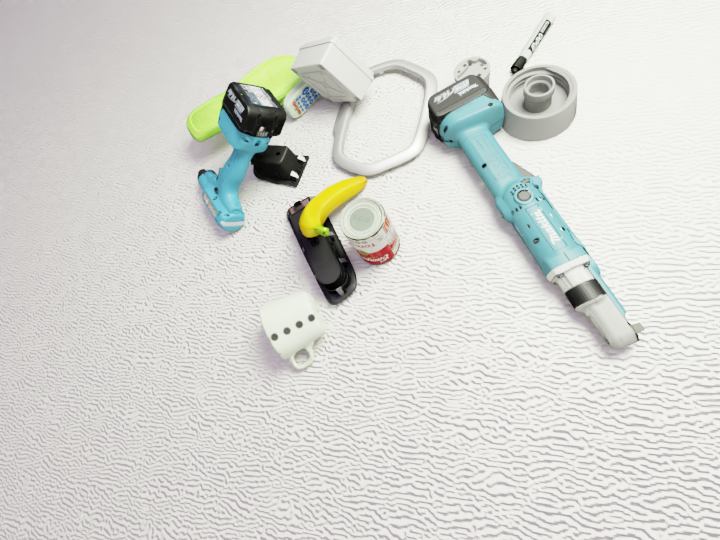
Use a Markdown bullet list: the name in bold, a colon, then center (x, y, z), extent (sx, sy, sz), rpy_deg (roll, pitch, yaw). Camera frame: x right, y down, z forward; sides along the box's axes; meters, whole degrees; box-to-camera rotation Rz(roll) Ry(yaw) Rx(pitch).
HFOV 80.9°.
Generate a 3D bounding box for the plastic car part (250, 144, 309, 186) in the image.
- **plastic car part**: center (-0.166, -0.205, 0.780), extent (0.121, 0.068, 0.066), rpy_deg (14, 73, 22)

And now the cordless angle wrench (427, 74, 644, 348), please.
- **cordless angle wrench**: center (0.224, -0.093, 0.580), extent (0.099, 0.071, 0.439), rpy_deg (-28, 63, 9)

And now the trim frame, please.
- **trim frame**: center (0.038, -0.276, 0.753), extent (0.191, 0.026, 0.251), rpy_deg (7, 73, 23)

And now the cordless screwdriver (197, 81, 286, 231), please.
- **cordless screwdriver**: center (-0.228, -0.209, 0.748), extent (0.167, 0.071, 0.248), rpy_deg (53, 129, 29)

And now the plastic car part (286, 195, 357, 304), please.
- **plastic car part**: center (-0.067, -0.044, 0.681), extent (0.066, 0.064, 0.211), rpy_deg (-27, 64, 0)
